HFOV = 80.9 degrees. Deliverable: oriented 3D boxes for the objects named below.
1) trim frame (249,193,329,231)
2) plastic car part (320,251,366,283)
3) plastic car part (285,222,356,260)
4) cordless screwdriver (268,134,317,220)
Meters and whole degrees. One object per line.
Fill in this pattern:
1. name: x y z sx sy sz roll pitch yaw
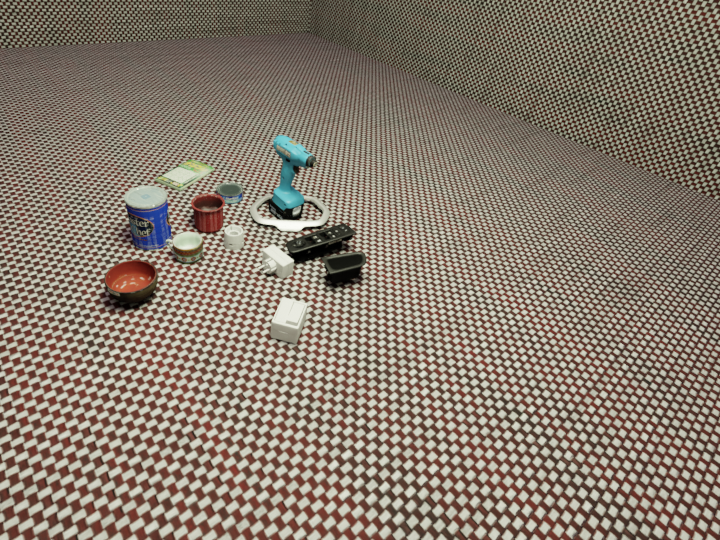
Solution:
1. trim frame: -0.219 -0.184 1.314 0.245 0.027 0.191 2 40 -8
2. plastic car part: -0.041 -0.001 1.090 0.113 0.069 0.069 -9 43 -22
3. plastic car part: -0.114 -0.075 1.170 0.197 0.065 0.070 -17 46 -28
4. cordless screwdriver: -0.195 -0.253 1.231 0.072 0.243 0.167 -27 52 -38
